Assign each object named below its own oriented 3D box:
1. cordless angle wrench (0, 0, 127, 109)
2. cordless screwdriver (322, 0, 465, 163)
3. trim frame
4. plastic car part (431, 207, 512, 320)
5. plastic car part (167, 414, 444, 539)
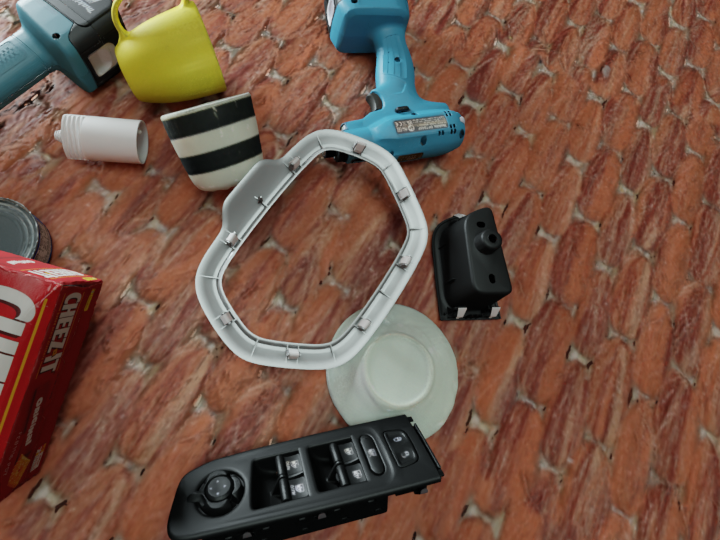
[{"bbox_3d":[-0.399,-0.121,0.385,0.099,0.074,0.421,37,71,4],"label":"cordless angle wrench"},{"bbox_3d":[0.008,-0.238,0.489,0.156,0.074,0.253,-12,76,-13],"label":"cordless screwdriver"},{"bbox_3d":[-0.039,-0.025,0.398,0.183,0.028,0.248,37,75,-2],"label":"trim frame"},{"bbox_3d":[0.115,-0.013,0.422,0.065,0.071,0.119,0,74,-13],"label":"plastic car part"},{"bbox_3d":[-0.044,0.172,0.335,0.199,0.065,0.069,-5,33,-14],"label":"plastic car part"}]
